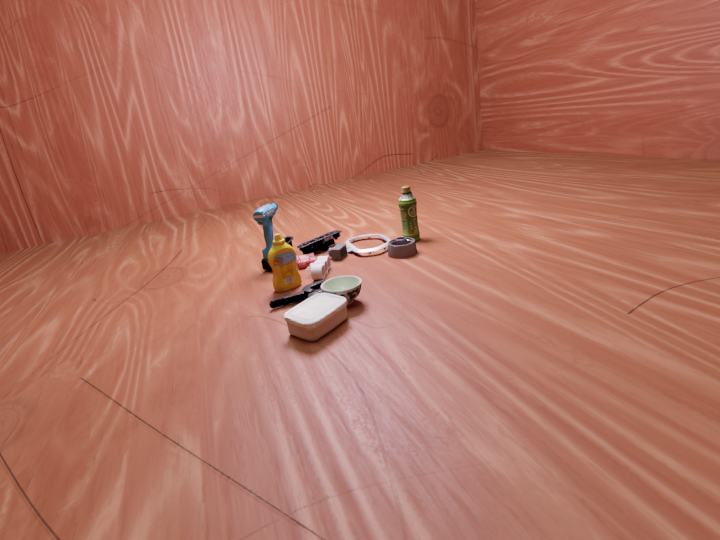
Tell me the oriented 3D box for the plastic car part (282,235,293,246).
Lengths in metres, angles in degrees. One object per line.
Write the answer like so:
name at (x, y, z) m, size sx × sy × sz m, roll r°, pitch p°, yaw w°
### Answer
plastic car part at (-0.313, -0.093, 1.764) m, size 0.068 × 0.069 × 0.115 m, roll -1°, pitch 21°, yaw 22°

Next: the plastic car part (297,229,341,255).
plastic car part at (-0.172, -0.112, 1.755) m, size 0.197 × 0.065 × 0.070 m, roll -21°, pitch 22°, yaw -27°

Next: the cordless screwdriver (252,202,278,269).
cordless screwdriver at (-0.342, -0.135, 1.640) m, size 0.076 × 0.243 × 0.158 m, roll -3°, pitch 19°, yaw 16°

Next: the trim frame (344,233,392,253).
trim frame at (0.027, -0.108, 1.708) m, size 0.181 × 0.027 × 0.258 m, roll -15°, pitch 21°, yaw -12°
